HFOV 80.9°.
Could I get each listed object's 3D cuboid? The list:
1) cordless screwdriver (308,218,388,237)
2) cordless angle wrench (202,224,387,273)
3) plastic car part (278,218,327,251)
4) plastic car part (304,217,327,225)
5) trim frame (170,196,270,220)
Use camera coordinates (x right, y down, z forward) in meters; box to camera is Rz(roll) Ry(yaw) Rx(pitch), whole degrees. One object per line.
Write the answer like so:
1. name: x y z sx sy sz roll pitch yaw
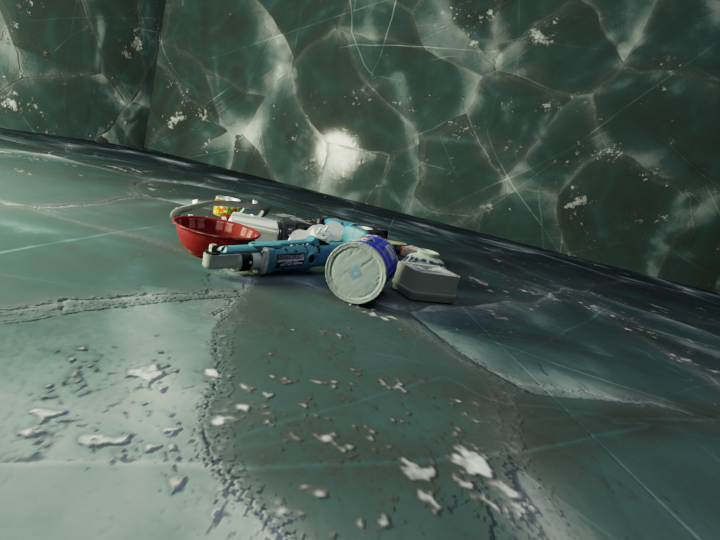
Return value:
1. cordless screwdriver: -0.042 -0.108 1.213 0.153 0.074 0.261 8 10 -28
2. cordless angle wrench: -0.109 -0.032 0.810 0.079 0.097 0.404 23 21 39
3. plastic car part: -0.097 -0.063 0.992 0.197 0.068 0.067 7 -32 -16
4. plastic car part: -0.107 -0.104 1.132 0.111 0.070 0.070 8 11 -38
5. trim frame: -0.329 -0.139 1.011 0.191 0.028 0.237 -15 -6 40
